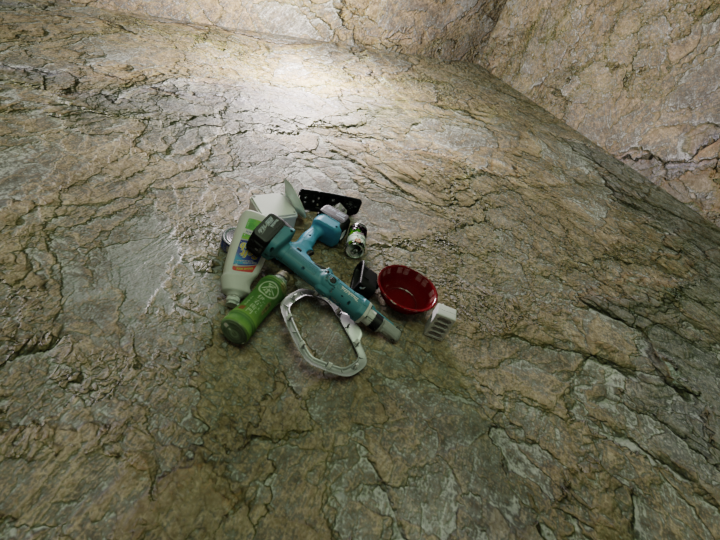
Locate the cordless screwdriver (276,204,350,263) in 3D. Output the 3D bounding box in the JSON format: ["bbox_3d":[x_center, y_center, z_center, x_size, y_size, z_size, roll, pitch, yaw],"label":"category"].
[{"bbox_3d":[-0.113,-0.074,1.157,0.165,0.073,0.245,33,47,17],"label":"cordless screwdriver"}]

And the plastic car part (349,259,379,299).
[{"bbox_3d":[0.016,0.029,1.101,0.070,0.066,0.118,32,36,-10],"label":"plastic car part"}]

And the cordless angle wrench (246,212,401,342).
[{"bbox_3d":[-0.076,0.032,0.996,0.423,0.075,0.097,38,50,0],"label":"cordless angle wrench"}]

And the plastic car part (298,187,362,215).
[{"bbox_3d":[-0.099,-0.216,1.335,0.200,0.065,0.069,8,16,-9],"label":"plastic car part"}]

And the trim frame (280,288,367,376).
[{"bbox_3d":[-0.081,0.130,0.951,0.175,0.027,0.262,3,38,-38],"label":"trim frame"}]
